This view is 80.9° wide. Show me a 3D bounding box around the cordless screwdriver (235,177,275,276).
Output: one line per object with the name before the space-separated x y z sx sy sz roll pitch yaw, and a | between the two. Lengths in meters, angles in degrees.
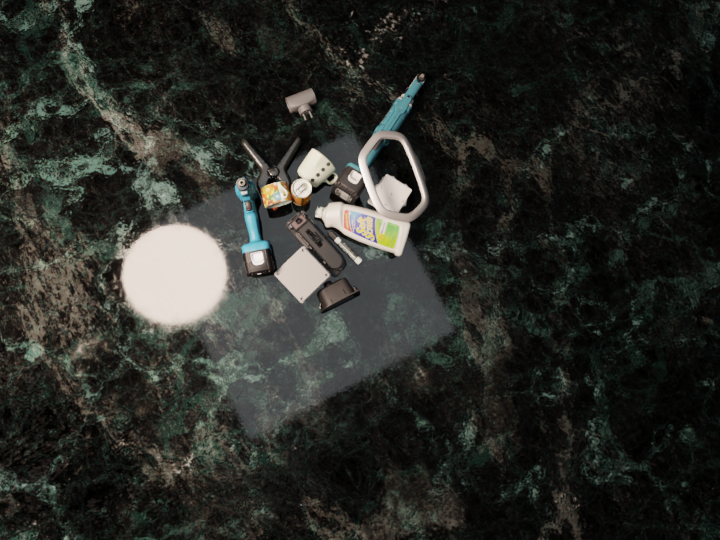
cordless screwdriver | -0.276 -0.112 1.080 0.074 0.160 0.250 -11 88 -8

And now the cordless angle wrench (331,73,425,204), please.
cordless angle wrench | 0.064 -0.375 1.165 0.074 0.098 0.423 33 79 -3

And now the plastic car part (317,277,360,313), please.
plastic car part | -0.067 0.058 1.126 0.116 0.064 0.073 -24 73 -3

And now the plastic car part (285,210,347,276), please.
plastic car part | -0.111 -0.073 1.134 0.066 0.067 0.203 -41 91 -14

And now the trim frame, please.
trim frame | 0.091 -0.245 1.104 0.180 0.028 0.248 -23 92 -19
